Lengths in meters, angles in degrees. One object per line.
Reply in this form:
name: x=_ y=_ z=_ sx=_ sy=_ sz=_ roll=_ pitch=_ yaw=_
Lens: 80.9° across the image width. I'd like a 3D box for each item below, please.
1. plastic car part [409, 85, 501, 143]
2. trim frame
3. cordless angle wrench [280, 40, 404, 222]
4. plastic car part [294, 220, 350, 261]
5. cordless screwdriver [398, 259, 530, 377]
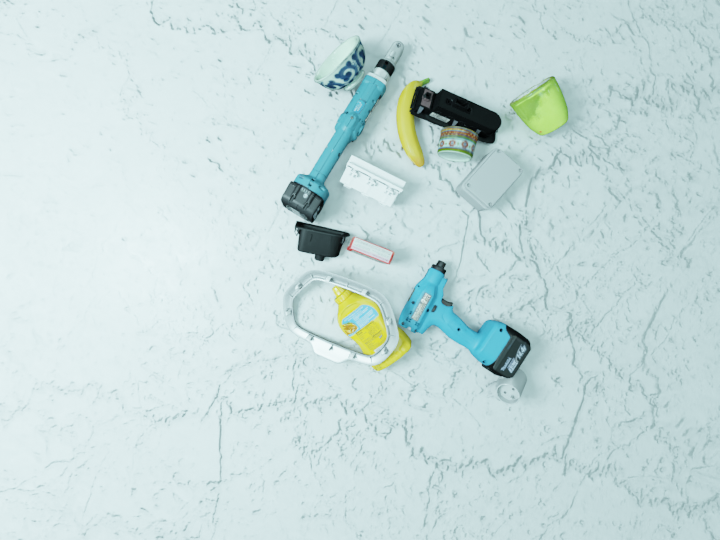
plastic car part: x=0.208 y=-0.328 z=0.875 sx=0.197 sy=0.068 sz=0.067 roll=20 pitch=73 yaw=-16
trim frame: x=-0.045 y=0.098 z=0.842 sx=0.255 sy=0.027 sz=0.181 roll=20 pitch=113 yaw=14
cordless angle wrench: x=-0.022 y=-0.298 z=0.873 sx=0.075 sy=0.098 sz=0.423 roll=30 pitch=85 yaw=0
plastic car part: x=-0.086 y=-0.056 z=0.881 sx=0.116 sy=0.067 sz=0.070 roll=15 pitch=104 yaw=-5
cordless screwdriver: x=0.220 y=0.099 z=0.868 sx=0.251 sy=0.074 sz=0.159 roll=29 pitch=88 yaw=4
